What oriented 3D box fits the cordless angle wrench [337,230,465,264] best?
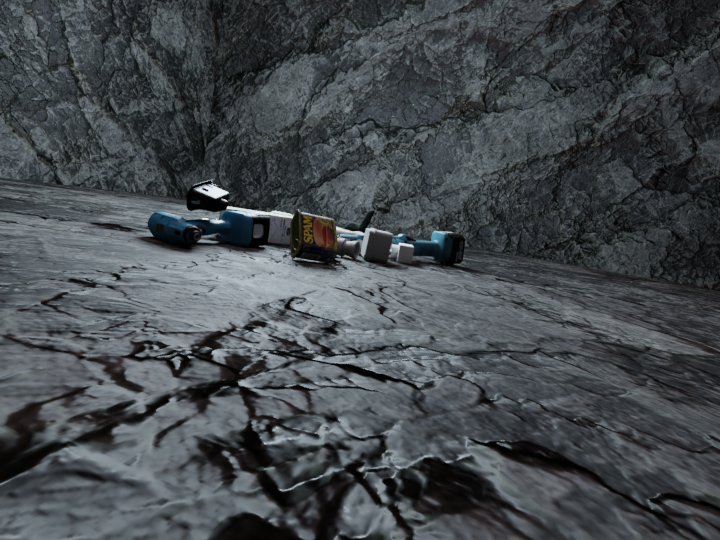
[{"bbox_3d":[0.103,-0.072,1.218,0.409,0.097,0.077,1,9,-21],"label":"cordless angle wrench"}]

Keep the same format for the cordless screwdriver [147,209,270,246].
[{"bbox_3d":[-0.293,-0.086,0.882,0.168,0.074,0.237,15,14,39],"label":"cordless screwdriver"}]

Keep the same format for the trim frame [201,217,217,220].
[{"bbox_3d":[-0.400,-0.141,1.322,0.184,0.027,0.251,7,10,-4],"label":"trim frame"}]

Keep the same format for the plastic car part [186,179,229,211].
[{"bbox_3d":[-0.312,-0.148,0.888,0.070,0.065,0.118,17,15,-5],"label":"plastic car part"}]

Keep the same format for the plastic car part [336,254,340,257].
[{"bbox_3d":[-0.098,-0.064,1.001,0.064,0.067,0.212,14,7,-25],"label":"plastic car part"}]
